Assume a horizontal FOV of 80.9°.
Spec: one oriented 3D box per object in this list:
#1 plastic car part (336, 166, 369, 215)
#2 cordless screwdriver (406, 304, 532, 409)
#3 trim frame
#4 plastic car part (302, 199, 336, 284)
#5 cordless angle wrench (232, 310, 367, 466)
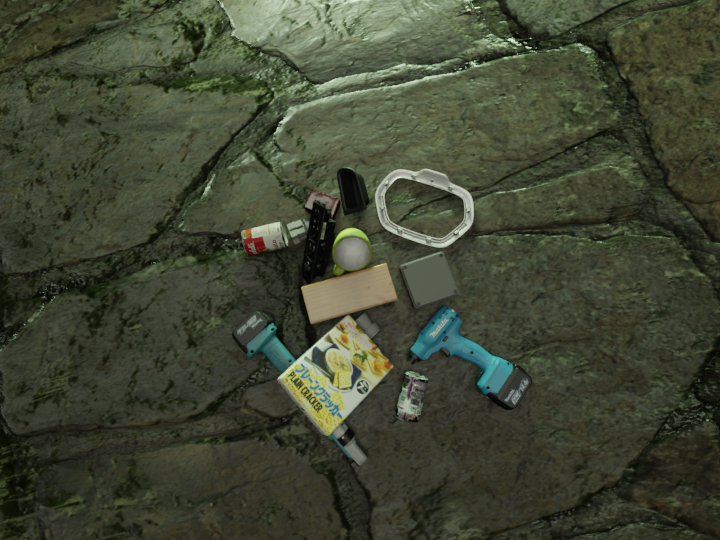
[{"bbox_3d":[-0.011,-0.201,1.057,0.068,0.068,0.117,-13,87,33],"label":"plastic car part"},{"bbox_3d":[0.241,0.216,0.965,0.255,0.072,0.159,39,86,14],"label":"cordless screwdriver"},{"bbox_3d":[0.158,-0.162,1.057,0.253,0.027,0.184,20,82,10],"label":"trim frame"},{"bbox_3d":[-0.100,-0.066,1.026,0.070,0.064,0.201,30,109,48],"label":"plastic car part"},{"bbox_3d":[-0.133,0.278,0.993,0.098,0.073,0.430,-42,82,-3],"label":"cordless angle wrench"}]
